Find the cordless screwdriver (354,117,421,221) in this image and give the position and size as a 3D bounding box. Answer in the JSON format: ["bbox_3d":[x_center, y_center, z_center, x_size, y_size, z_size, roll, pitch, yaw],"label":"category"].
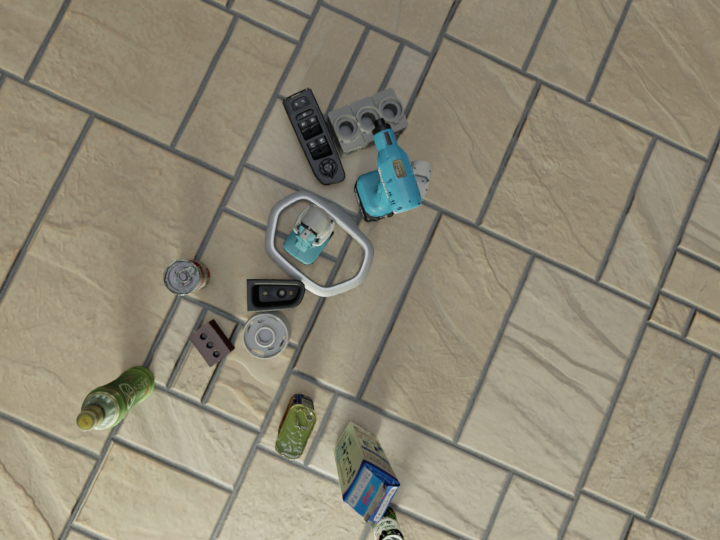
[{"bbox_3d":[0.040,-0.176,0.799,0.074,0.251,0.159,-18,92,-8],"label":"cordless screwdriver"}]

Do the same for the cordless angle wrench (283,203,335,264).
[{"bbox_3d":[-0.082,-0.064,0.700,0.074,0.426,0.098,36,86,-7],"label":"cordless angle wrench"}]

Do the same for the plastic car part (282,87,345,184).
[{"bbox_3d":[-0.096,-0.271,0.888,0.066,0.067,0.203,-24,89,-6],"label":"plastic car part"}]

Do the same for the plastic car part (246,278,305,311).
[{"bbox_3d":[-0.171,0.048,0.866,0.116,0.071,0.066,-2,89,-4],"label":"plastic car part"}]

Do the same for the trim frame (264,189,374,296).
[{"bbox_3d":[-0.088,-0.057,0.897,0.248,0.027,0.184,39,86,0],"label":"trim frame"}]
